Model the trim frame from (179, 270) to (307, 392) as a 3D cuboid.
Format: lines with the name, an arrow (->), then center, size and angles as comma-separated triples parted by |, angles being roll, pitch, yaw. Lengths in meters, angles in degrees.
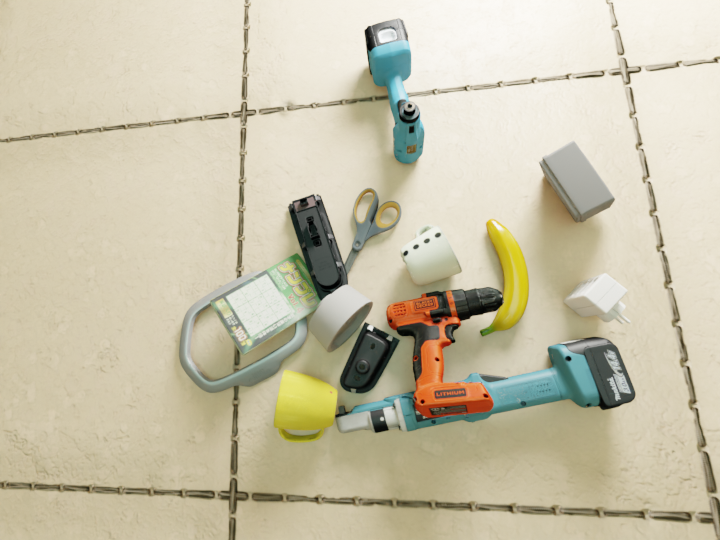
trim frame -> -0.212, 0.110, 0.754 | 0.249, 0.027, 0.189 | -29, 73, 1

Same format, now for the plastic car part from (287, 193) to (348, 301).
plastic car part -> -0.073, -0.048, 0.743 | 0.066, 0.066, 0.208 | -17, 74, -8

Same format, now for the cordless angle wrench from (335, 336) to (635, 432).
cordless angle wrench -> 0.167, 0.196, 0.647 | 0.428, 0.072, 0.100 | -15, 77, 9

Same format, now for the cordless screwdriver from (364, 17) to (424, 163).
cordless screwdriver -> 0.063, -0.326, 0.737 | 0.075, 0.155, 0.254 | -11, 75, 4

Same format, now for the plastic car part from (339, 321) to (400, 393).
plastic car part -> 0.009, 0.148, 0.683 | 0.068, 0.069, 0.117 | 26, 80, 12
